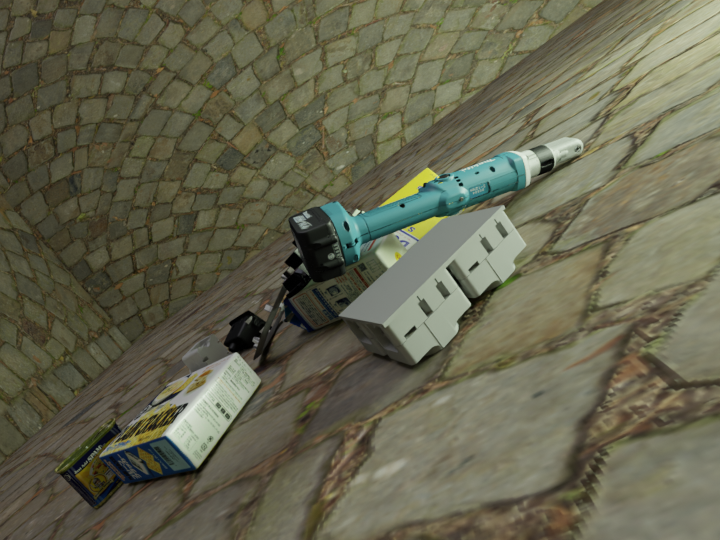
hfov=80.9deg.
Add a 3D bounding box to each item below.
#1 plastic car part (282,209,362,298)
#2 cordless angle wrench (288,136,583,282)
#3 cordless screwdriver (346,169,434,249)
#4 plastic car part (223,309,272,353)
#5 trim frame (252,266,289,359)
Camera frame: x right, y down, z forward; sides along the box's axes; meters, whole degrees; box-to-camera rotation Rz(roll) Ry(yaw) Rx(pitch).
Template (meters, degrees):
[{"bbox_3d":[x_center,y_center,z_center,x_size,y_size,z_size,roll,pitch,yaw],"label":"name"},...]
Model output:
[{"bbox_3d":[-0.067,-0.044,0.687,0.201,0.067,0.066,-49,-1,-39],"label":"plastic car part"},{"bbox_3d":[0.115,-0.102,0.574,0.420,0.072,0.102,-21,26,-7],"label":"cordless angle wrench"},{"bbox_3d":[0.060,-0.102,0.868,0.157,0.073,0.255,-45,12,-29],"label":"cordless screwdriver"},{"bbox_3d":[-0.249,0.139,0.888,0.119,0.064,0.071,-29,28,45],"label":"plastic car part"},{"bbox_3d":[-0.151,0.060,0.780,0.249,0.027,0.183,-78,12,-77],"label":"trim frame"}]
